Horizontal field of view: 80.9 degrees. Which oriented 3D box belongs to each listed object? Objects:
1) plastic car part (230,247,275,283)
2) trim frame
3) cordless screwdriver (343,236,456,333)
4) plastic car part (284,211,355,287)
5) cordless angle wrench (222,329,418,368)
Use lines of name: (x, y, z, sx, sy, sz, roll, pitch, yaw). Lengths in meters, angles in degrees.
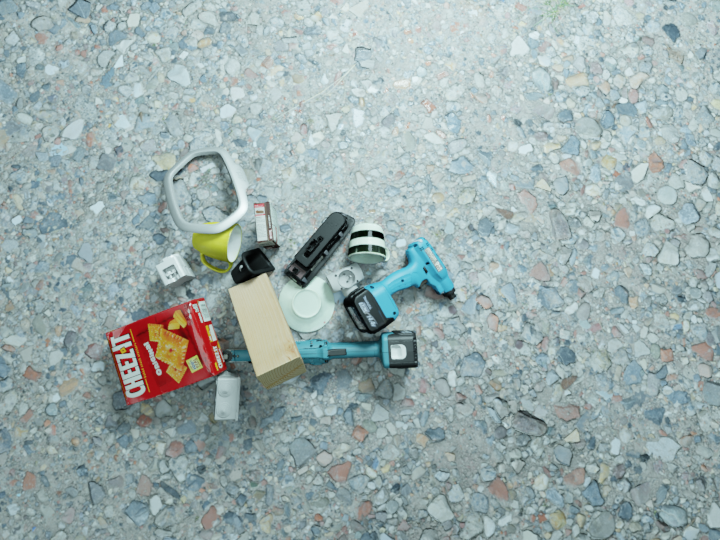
plastic car part: (-0.250, -0.001, 0.935, 0.071, 0.114, 0.066, -41, 88, 16)
trim frame: (-0.346, -0.183, 0.951, 0.183, 0.026, 0.259, -24, 61, -6)
cordless screwdriver: (0.095, 0.054, 0.937, 0.245, 0.076, 0.158, -36, 93, -19)
plastic car part: (-0.094, -0.062, 0.965, 0.069, 0.064, 0.202, 35, 77, 24)
cordless angle wrench: (-0.094, 0.179, 0.929, 0.424, 0.097, 0.075, -3, 85, 2)
